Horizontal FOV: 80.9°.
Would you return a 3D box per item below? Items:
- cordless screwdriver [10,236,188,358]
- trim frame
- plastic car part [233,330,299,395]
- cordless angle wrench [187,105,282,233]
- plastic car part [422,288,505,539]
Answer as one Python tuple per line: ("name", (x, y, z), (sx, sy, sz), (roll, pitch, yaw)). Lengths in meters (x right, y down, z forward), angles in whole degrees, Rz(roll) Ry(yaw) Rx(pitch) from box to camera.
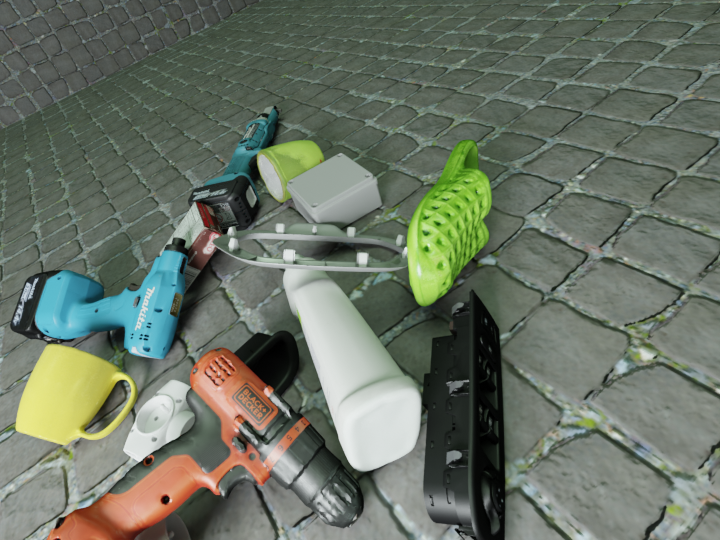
("cordless screwdriver", (-0.351, 0.031, 0.587), (0.257, 0.071, 0.162), (-1, 67, 20))
("trim frame", (-0.049, -0.032, 0.502), (0.246, 0.027, 0.188), (0, 15, -6))
("plastic car part", (-0.124, 0.112, 0.450), (0.074, 0.063, 0.115), (5, 43, 46))
("cordless angle wrench", (-0.220, -0.232, 0.838), (0.100, 0.071, 0.434), (-10, 41, 13))
("plastic car part", (0.084, 0.114, 0.350), (0.069, 0.063, 0.207), (-14, 41, 23))
